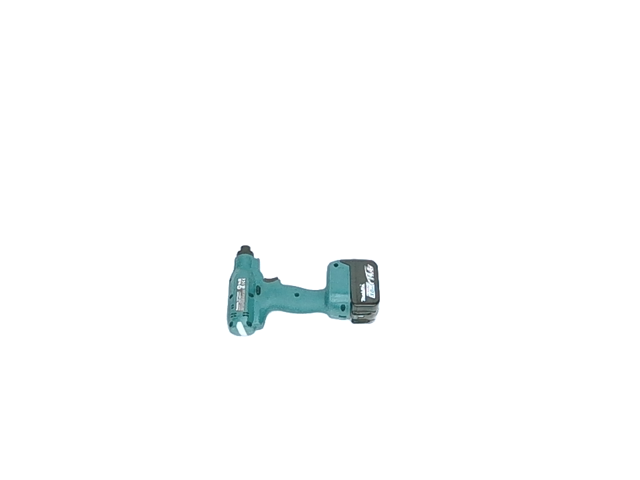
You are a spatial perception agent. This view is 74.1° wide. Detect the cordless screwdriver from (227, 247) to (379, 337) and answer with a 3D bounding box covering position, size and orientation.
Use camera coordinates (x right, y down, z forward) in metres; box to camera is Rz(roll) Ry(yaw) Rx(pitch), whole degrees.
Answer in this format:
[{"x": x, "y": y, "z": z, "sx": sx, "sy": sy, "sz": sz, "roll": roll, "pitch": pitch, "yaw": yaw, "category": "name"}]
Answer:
[{"x": -0.030, "y": 0.074, "z": 0.715, "sx": 0.249, "sy": 0.159, "sz": 0.074, "roll": -4, "pitch": -34, "yaw": 0, "category": "cordless screwdriver"}]
